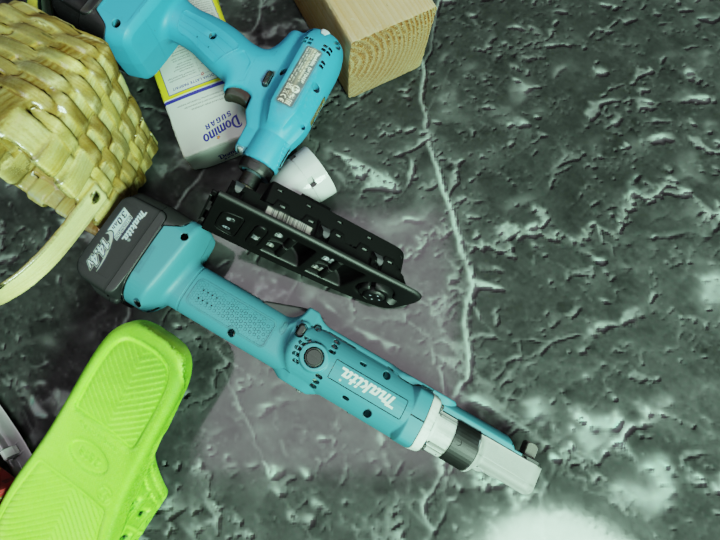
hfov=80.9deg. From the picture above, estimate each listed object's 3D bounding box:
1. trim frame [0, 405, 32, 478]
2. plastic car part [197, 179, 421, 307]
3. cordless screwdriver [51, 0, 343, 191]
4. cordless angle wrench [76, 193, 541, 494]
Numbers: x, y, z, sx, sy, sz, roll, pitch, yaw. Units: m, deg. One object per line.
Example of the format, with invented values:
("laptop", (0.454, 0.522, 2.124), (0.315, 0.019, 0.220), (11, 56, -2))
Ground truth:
("trim frame", (-0.400, 0.194, 0.383), (0.183, 0.027, 0.253), (-43, 81, -6))
("plastic car part", (-0.037, -0.024, 0.377), (0.198, 0.067, 0.068), (30, 51, -14))
("cordless screwdriver", (-0.156, -0.188, 0.391), (0.249, 0.074, 0.159), (26, 80, 1))
("cordless angle wrench", (-0.042, 0.074, 0.374), (0.428, 0.073, 0.098), (29, 77, 6))
